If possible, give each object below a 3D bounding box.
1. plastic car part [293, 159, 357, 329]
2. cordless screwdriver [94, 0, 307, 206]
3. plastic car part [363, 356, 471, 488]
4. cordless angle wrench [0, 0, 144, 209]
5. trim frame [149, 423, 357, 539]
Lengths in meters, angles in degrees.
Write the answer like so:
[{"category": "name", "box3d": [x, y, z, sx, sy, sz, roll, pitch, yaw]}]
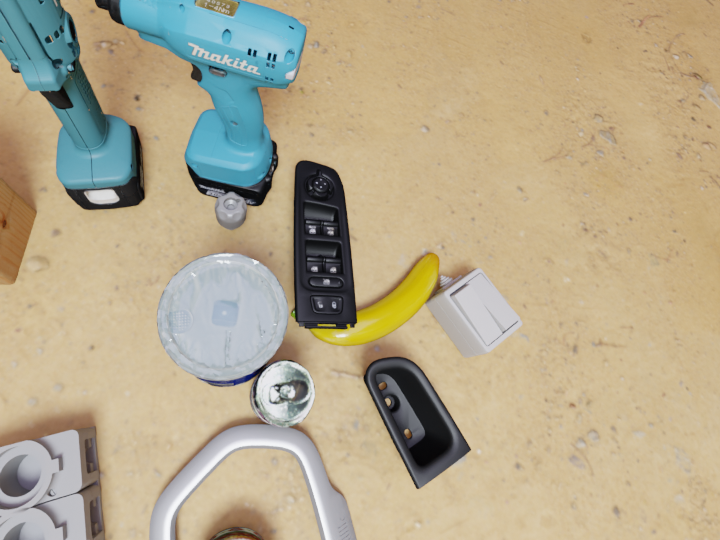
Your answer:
[{"category": "plastic car part", "box3d": [-0.047, -0.031, 0.485, 0.065, 0.067, 0.207, 1, 69, -13]}, {"category": "cordless screwdriver", "box3d": [-0.148, -0.160, 0.417, 0.157, 0.249, 0.075, 16, 69, -9]}, {"category": "plastic car part", "box3d": [0.043, 0.144, 0.433, 0.065, 0.071, 0.119, -26, 77, -20]}, {"category": "cordless angle wrench", "box3d": [-0.240, -0.174, 0.311, 0.073, 0.423, 0.100, -7, 75, -18]}, {"category": "trim frame", "box3d": [-0.089, 0.271, 0.383, 0.180, 0.027, 0.255, -14, 73, -15]}]
